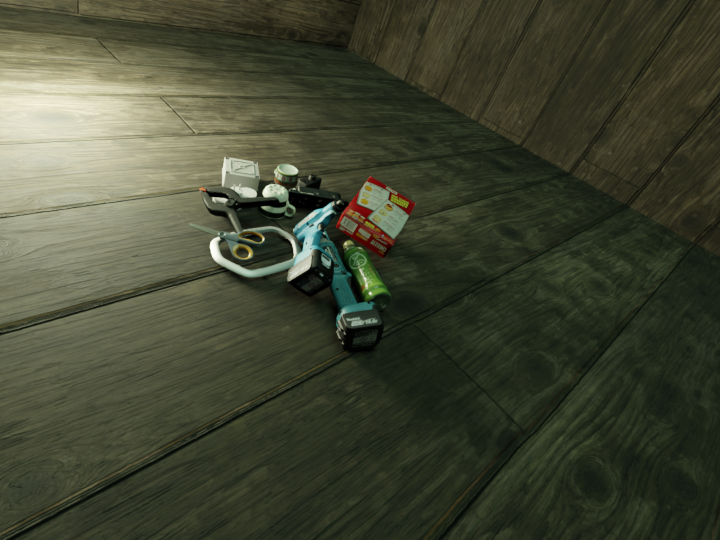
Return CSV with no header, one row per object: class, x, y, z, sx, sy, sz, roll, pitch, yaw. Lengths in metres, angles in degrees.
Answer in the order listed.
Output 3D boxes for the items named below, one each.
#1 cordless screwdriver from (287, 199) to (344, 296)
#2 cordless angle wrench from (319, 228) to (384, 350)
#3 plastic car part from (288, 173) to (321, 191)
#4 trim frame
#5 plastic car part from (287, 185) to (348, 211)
cordless screwdriver,-0.102,-0.067,1.040,0.071,0.162,0.257,38,30,-32
cordless angle wrench,-0.061,0.010,1.053,0.096,0.072,0.444,-7,39,-18
plastic car part,-0.169,-0.278,1.379,0.068,0.070,0.114,35,41,16
trim frame,-0.261,-0.053,1.081,0.240,0.027,0.193,-21,53,-39
plastic car part,-0.139,-0.223,1.318,0.197,0.066,0.069,10,45,-17
